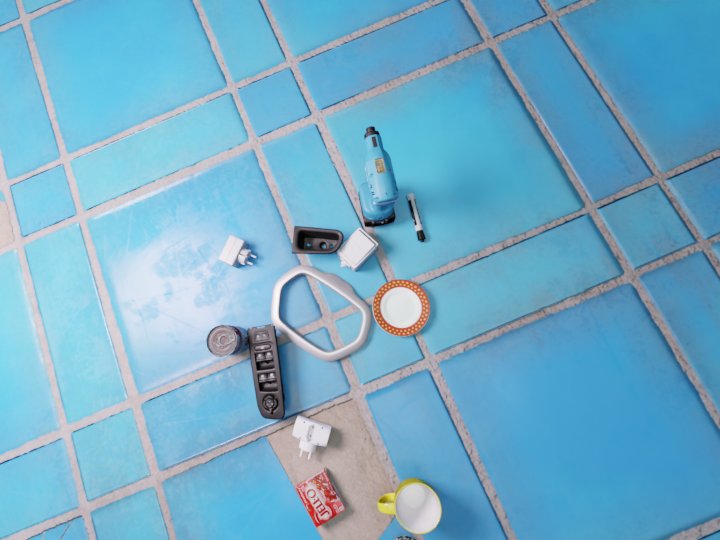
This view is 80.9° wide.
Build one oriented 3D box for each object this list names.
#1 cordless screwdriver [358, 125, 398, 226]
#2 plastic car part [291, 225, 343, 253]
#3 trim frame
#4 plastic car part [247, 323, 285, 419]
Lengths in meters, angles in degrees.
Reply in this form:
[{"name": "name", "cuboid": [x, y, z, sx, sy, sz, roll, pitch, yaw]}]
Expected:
[{"name": "cordless screwdriver", "cuboid": [0.034, -0.191, 0.919, 0.074, 0.245, 0.162, -11, 80, -2]}, {"name": "plastic car part", "cuboid": [-0.097, -0.063, 0.993, 0.118, 0.069, 0.066, 4, 80, 4]}, {"name": "trim frame", "cuboid": [-0.094, 0.095, 0.980, 0.254, 0.027, 0.184, 32, 83, 11]}, {"name": "plastic car part", "cuboid": [-0.205, 0.225, 0.943, 0.066, 0.066, 0.206, -10, 78, 1]}]
